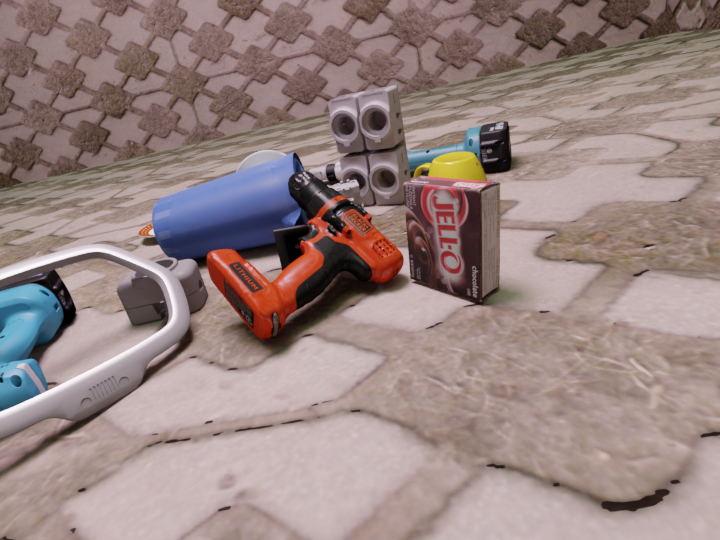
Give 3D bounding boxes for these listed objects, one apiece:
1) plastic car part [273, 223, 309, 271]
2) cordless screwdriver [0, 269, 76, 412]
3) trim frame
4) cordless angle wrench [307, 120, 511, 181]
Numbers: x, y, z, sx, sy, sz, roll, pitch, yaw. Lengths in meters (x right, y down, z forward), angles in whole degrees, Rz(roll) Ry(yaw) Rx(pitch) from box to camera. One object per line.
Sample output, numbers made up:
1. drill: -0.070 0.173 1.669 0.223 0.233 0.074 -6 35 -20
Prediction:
1. plastic car part: -0.056 -0.037 0.572 0.115 0.065 0.073 -13 10 -10
2. cordless screwdriver: -0.418 0.092 0.468 0.156 0.072 0.262 -21 30 -15
3. trim frame: -0.290 0.055 0.412 0.191 0.027 0.242 40 42 18
4. cordless angle wrench: 0.074 -0.221 0.863 0.439 0.072 0.097 -2 27 27
